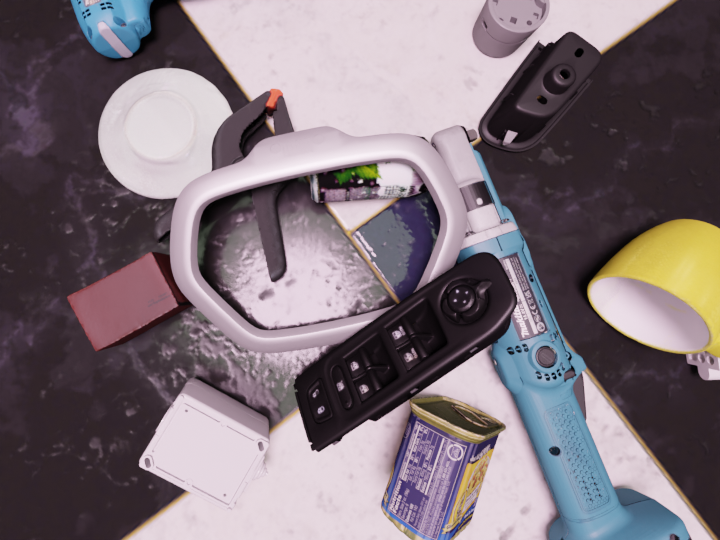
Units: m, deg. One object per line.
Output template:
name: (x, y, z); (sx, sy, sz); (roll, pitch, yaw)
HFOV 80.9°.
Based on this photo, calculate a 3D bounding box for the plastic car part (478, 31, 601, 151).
plastic car part: (0.169, -0.165, 0.382); (0.066, 0.071, 0.116); (39, 81, 1)

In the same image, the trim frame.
trim frame: (-0.034, -0.022, 0.352); (0.249, 0.028, 0.180); (-12, 106, 3)

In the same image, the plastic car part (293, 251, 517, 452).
plastic car part: (0.040, 0.070, 0.337); (0.205, 0.069, 0.063); (-42, 128, 19)

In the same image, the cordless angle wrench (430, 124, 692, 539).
cordless angle wrench: (0.146, 0.071, 0.358); (0.097, 0.074, 0.428); (-19, 82, -4)

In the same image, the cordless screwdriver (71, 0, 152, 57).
cordless screwdriver: (-0.161, -0.318, 0.395); (0.249, 0.074, 0.160); (-22, 85, 1)
